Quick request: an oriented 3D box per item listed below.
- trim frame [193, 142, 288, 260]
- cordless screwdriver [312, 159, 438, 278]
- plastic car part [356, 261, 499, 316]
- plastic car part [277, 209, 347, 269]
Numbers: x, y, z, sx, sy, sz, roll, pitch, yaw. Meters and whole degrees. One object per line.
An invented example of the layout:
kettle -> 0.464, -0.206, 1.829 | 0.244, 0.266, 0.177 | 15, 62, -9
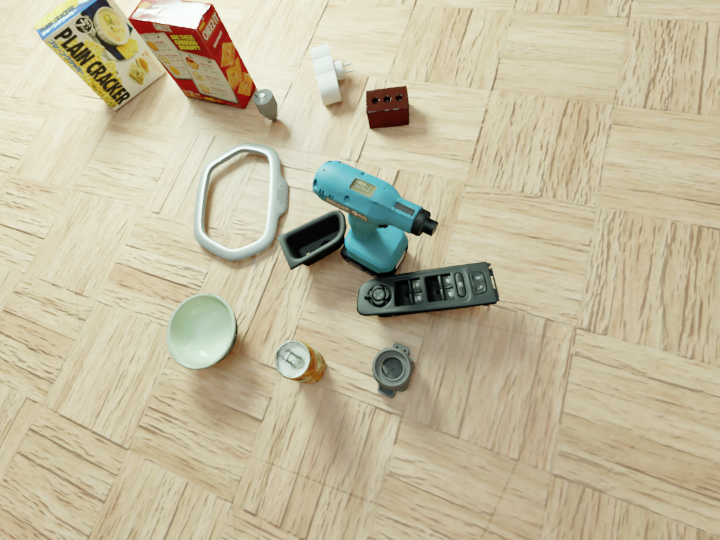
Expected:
trim frame -> -0.229, -0.136, 0.807 | 0.187, 0.026, 0.254 | -5, 68, 11
cordless screwdriver -> 0.031, -0.052, 0.597 | 0.165, 0.239, 0.074 | 29, 78, 18
plastic car part -> 0.095, 0.036, 0.643 | 0.206, 0.064, 0.068 | -7, 69, 10
plastic car part -> -0.070, -0.045, 0.711 | 0.117, 0.068, 0.068 | -26, 68, 1
